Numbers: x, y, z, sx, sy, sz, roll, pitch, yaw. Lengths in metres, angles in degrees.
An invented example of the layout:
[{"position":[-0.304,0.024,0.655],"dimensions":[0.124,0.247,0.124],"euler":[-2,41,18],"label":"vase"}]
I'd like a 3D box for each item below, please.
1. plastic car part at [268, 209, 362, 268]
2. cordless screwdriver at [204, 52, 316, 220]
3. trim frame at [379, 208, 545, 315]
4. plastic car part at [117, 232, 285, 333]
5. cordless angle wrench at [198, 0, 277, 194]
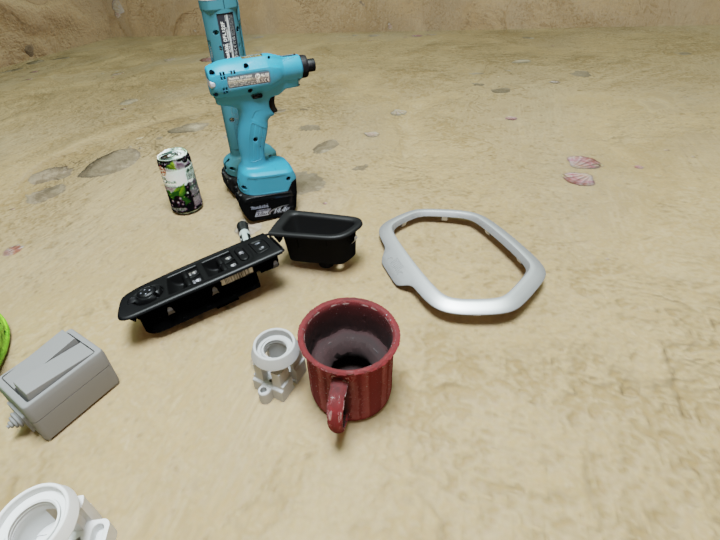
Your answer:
[{"position":[-0.056,-0.037,0.576],"dimensions":[0.120,0.068,0.066],"euler":[10,39,17],"label":"plastic car part"},{"position":[-0.139,-0.208,0.665],"dimensions":[0.156,0.240,0.078],"euler":[-15,39,-16],"label":"cordless screwdriver"},{"position":[0.124,-0.023,0.571],"dimensions":[0.181,0.026,0.261],"euler":[-14,39,-11],"label":"trim frame"},{"position":[-0.193,0.019,0.524],"dimensions":[0.198,0.065,0.070],"euler":[-23,41,-22],"label":"plastic car part"},{"position":[-0.207,-0.319,0.680],"dimensions":[0.095,0.409,0.079],"euler":[-22,41,-26],"label":"cordless angle wrench"}]
